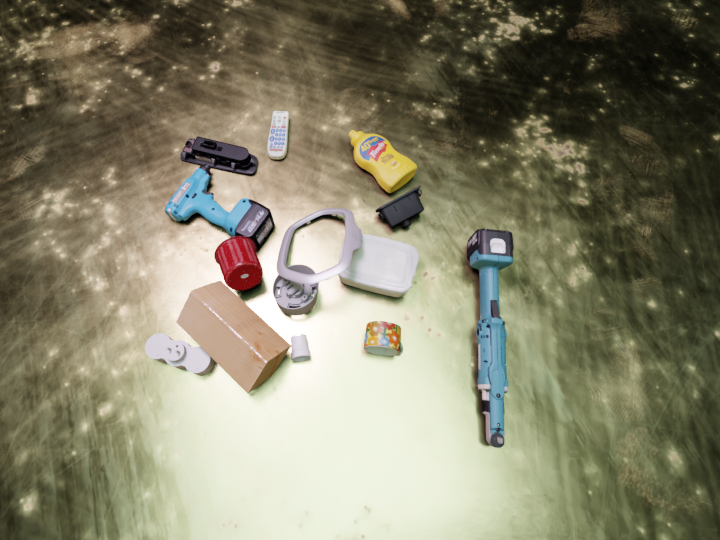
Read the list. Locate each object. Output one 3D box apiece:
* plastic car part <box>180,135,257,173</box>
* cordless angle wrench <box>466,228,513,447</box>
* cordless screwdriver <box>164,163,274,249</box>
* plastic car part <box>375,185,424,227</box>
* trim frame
[{"bbox_3d":[-0.355,-0.297,1.063,0.205,0.065,0.067,17,61,5],"label":"plastic car part"},{"bbox_3d":[0.265,0.125,0.853,0.075,0.096,0.430,5,70,0],"label":"cordless angle wrench"},{"bbox_3d":[-0.318,-0.155,0.992,0.256,0.072,0.160,22,68,14],"label":"cordless screwdriver"},{"bbox_3d":[0.099,-0.137,0.986,0.115,0.066,0.072,-32,86,-10],"label":"plastic car part"},{"bbox_3d":[-0.089,-0.058,0.914,0.188,0.026,0.255,-12,39,13],"label":"trim frame"}]
